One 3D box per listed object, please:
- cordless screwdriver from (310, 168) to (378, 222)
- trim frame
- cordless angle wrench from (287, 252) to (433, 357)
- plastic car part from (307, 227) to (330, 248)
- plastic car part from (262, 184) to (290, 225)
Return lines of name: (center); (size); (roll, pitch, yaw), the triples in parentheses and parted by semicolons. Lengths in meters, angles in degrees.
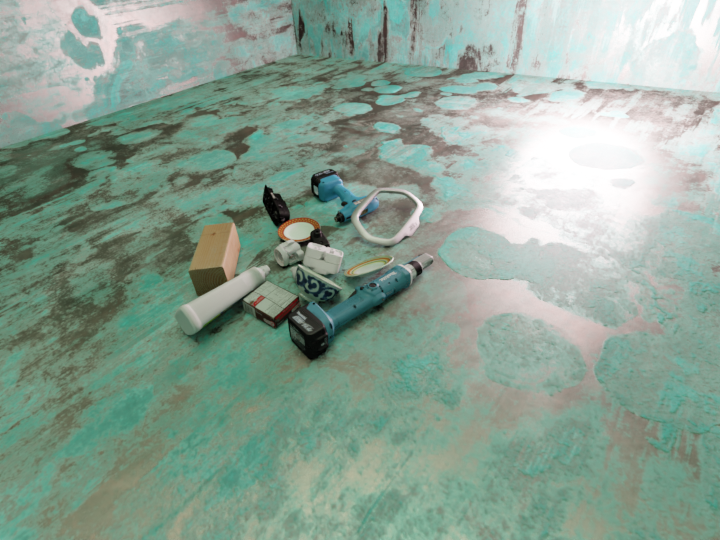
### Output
cordless screwdriver: (-0.078, -0.239, 1.378); (0.156, 0.072, 0.263); (-28, 46, -26)
trim frame: (0.082, -0.164, 1.256); (0.191, 0.027, 0.247); (27, 54, 18)
cordless angle wrench: (0.026, 0.055, 0.989); (0.413, 0.072, 0.104); (-29, 43, -30)
plastic car part: (-0.115, -0.075, 1.173); (0.065, 0.068, 0.122); (-14, 41, -14)
plastic car part: (-0.274, -0.207, 1.380); (0.064, 0.066, 0.213); (9, 29, -27)
